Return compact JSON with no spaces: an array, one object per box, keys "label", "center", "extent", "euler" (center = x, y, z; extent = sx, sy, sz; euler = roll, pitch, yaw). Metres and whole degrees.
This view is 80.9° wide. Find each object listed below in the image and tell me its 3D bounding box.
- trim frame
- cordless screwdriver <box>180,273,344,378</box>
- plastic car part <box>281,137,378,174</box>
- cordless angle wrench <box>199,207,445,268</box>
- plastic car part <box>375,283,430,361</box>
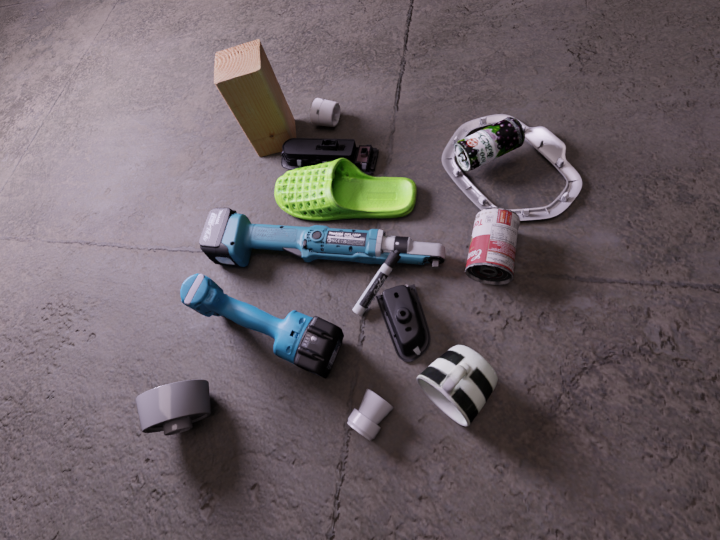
[{"label":"trim frame","center":[0.257,-0.186,0.737],"extent":[0.184,0.026,0.260],"euler":[-29,58,-1]},{"label":"cordless screwdriver","center":[-0.153,0.086,0.669],"extent":[0.253,0.156,0.075],"euler":[23,74,8]},{"label":"plastic car part","center":[-0.072,-0.230,0.837],"extent":[0.210,0.064,0.067],"euler":[6,73,21]},{"label":"cordless angle wrench","center":[-0.072,-0.047,0.738],"extent":[0.435,0.071,0.099],"euler":[5,65,16]},{"label":"plastic car part","center":[0.065,0.069,0.636],"extent":[0.066,0.067,0.121],"euler":[-19,58,5]}]
